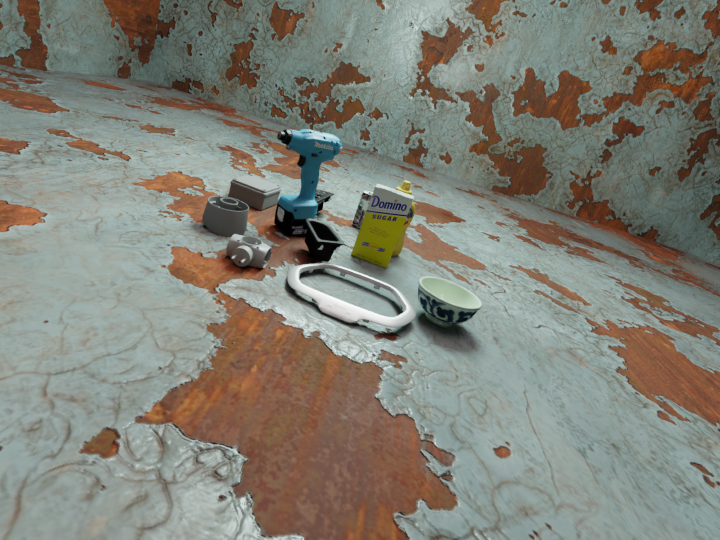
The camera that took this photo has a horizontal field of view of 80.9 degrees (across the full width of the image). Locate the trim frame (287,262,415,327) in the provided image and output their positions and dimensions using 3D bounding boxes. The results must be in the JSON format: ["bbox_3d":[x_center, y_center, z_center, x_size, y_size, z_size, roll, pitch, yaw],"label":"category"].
[{"bbox_3d":[-0.019,0.042,0.787,0.254,0.027,0.182,21,22,10],"label":"trim frame"}]

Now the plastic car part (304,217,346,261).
[{"bbox_3d":[-0.090,-0.059,0.917,0.063,0.070,0.122,7,24,-28],"label":"plastic car part"}]

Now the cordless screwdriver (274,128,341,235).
[{"bbox_3d":[-0.147,-0.206,0.991,0.152,0.246,0.079,0,27,-39],"label":"cordless screwdriver"}]

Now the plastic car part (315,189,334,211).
[{"bbox_3d":[-0.146,-0.183,1.177,0.068,0.066,0.199,23,22,12],"label":"plastic car part"}]
